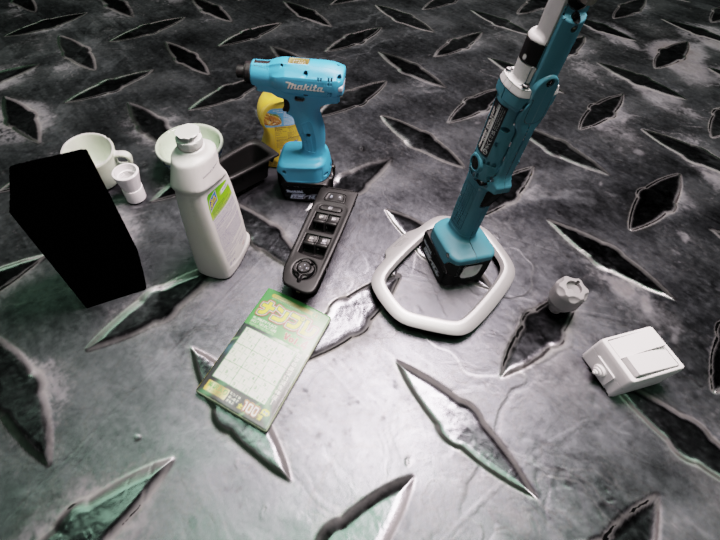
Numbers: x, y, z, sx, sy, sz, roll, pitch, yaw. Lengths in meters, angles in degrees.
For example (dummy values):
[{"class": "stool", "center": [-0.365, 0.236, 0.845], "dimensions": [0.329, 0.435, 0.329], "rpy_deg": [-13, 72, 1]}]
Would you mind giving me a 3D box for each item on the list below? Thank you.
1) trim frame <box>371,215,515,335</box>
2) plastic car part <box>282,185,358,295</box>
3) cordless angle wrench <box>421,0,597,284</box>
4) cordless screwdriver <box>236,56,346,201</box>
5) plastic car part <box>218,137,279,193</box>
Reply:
[{"class": "trim frame", "center": [0.129, -0.001, 0.660], "dimensions": [0.192, 0.027, 0.245], "rpy_deg": [35, 60, 22]}, {"class": "plastic car part", "center": [-0.065, -0.042, 0.664], "dimensions": [0.067, 0.065, 0.205], "rpy_deg": [16, 54, 7]}, {"class": "cordless angle wrench", "center": [0.166, -0.134, 0.521], "dimensions": [0.073, 0.412, 0.102], "rpy_deg": [-9, 56, -13]}, {"class": "cordless screwdriver", "center": [-0.111, -0.226, 0.691], "dimensions": [0.160, 0.242, 0.076], "rpy_deg": [9, 54, 1]}, {"class": "plastic car part", "center": [-0.209, -0.176, 0.759], "dimensions": [0.069, 0.069, 0.115], "rpy_deg": [37, 60, 21]}]
